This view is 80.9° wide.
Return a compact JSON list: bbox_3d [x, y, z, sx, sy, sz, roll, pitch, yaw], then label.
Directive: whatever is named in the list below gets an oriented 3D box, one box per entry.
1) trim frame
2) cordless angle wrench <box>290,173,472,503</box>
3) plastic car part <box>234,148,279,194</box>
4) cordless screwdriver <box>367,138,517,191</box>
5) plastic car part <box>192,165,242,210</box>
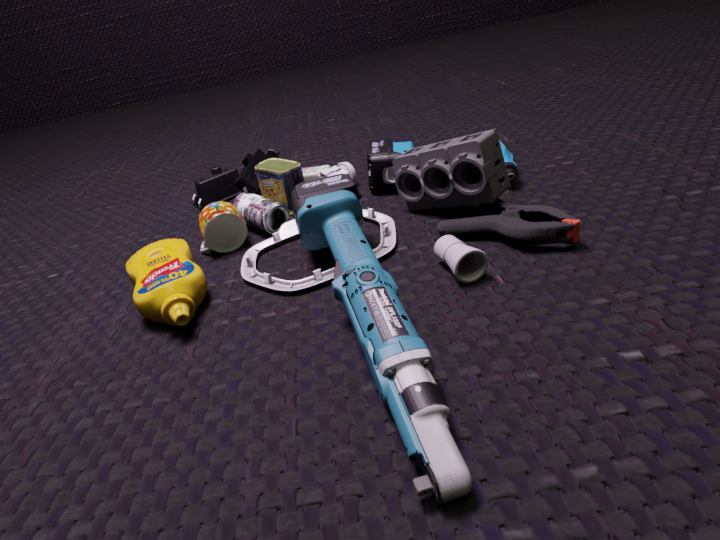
[{"bbox_3d":[-0.062,-0.041,0.638,0.245,0.026,0.194,-25,34,-14],"label":"trim frame"},{"bbox_3d":[0.007,0.025,0.461,0.097,0.071,0.443,-15,41,-9],"label":"cordless angle wrench"},{"bbox_3d":[-0.224,-0.213,0.904,0.067,0.064,0.209,-31,32,21],"label":"plastic car part"},{"bbox_3d":[0.138,-0.187,0.750,0.251,0.072,0.163,-5,33,5],"label":"cordless screwdriver"},{"bbox_3d":[-0.302,-0.183,0.893,0.114,0.068,0.070,-32,38,-23],"label":"plastic car part"}]
